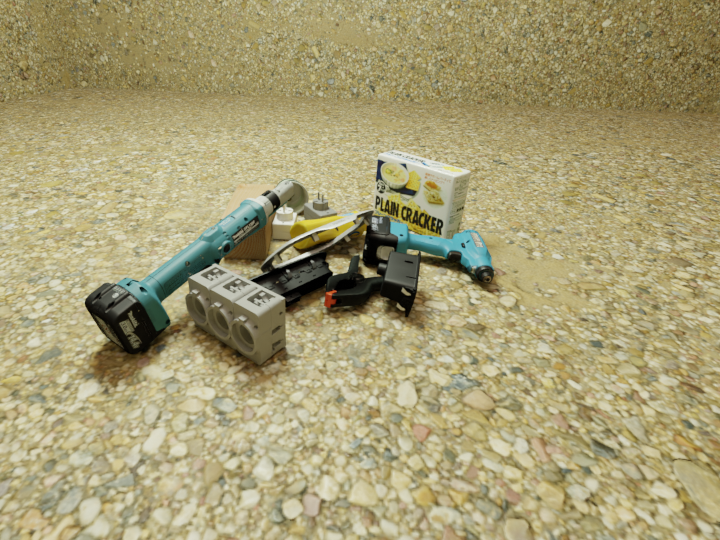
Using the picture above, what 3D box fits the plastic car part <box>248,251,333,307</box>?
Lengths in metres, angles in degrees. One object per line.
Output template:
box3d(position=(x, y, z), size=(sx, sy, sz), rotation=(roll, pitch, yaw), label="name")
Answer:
box3d(position=(-0.121, 0.022, 0.732), size=(0.070, 0.065, 0.197), rotation=(37, 45, 25), label="plastic car part")

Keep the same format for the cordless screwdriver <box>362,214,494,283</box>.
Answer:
box3d(position=(0.131, -0.037, 0.835), size=(0.249, 0.072, 0.163), rotation=(6, 31, 0), label="cordless screwdriver")

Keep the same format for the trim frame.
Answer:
box3d(position=(-0.076, -0.050, 0.778), size=(0.241, 0.186, 0.028), rotation=(-24, 81, -37), label="trim frame")

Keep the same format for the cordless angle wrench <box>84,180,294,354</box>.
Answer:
box3d(position=(-0.246, -0.043, 0.716), size=(0.078, 0.094, 0.419), rotation=(21, 48, 24), label="cordless angle wrench")

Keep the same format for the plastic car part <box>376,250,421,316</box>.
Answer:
box3d(position=(0.063, 0.010, 0.725), size=(0.071, 0.064, 0.118), rotation=(12, 41, 1), label="plastic car part")
